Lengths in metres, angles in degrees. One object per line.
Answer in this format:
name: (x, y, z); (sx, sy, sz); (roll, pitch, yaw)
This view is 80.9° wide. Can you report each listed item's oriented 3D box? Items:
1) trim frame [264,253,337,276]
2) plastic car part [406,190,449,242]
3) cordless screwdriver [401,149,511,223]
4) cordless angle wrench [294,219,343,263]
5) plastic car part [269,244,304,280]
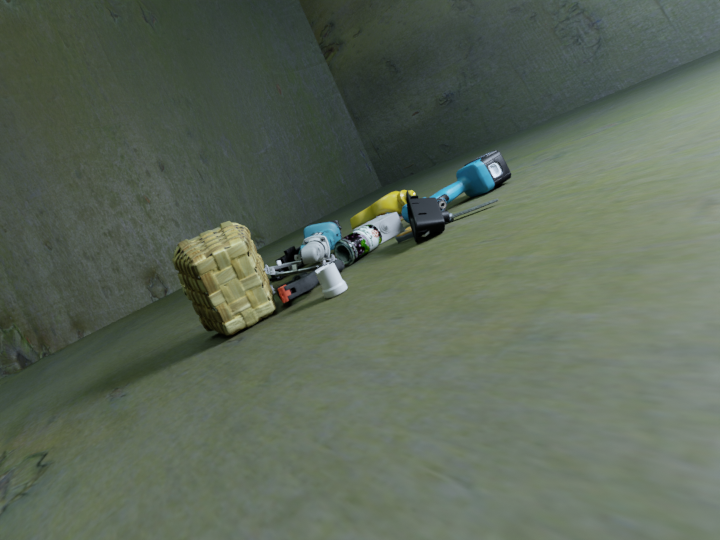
trim frame: (-0.149, -0.014, 0.990); (0.180, 0.027, 0.256); (-14, 10, -16)
plastic car part: (0.127, -0.099, 0.785); (0.071, 0.063, 0.120); (-11, 34, 3)
cordless screwdriver: (0.221, -0.181, 0.935); (0.246, 0.073, 0.163); (-31, 8, -13)
cordless angle wrench: (-0.091, -0.059, 0.926); (0.098, 0.073, 0.425); (-10, 10, 1)
plastic car part: (-0.172, -0.038, 1.172); (0.197, 0.067, 0.068); (-30, 3, -37)
